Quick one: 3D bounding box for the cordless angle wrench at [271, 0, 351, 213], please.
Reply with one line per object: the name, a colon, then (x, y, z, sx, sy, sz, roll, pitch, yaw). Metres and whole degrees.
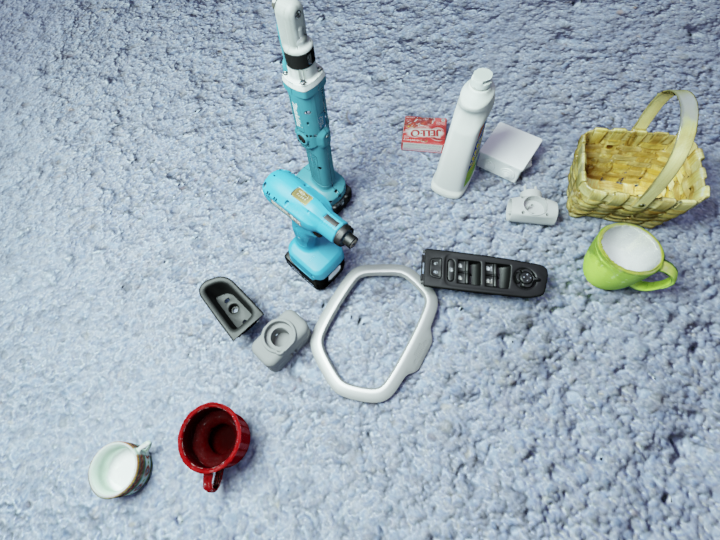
cordless angle wrench: (-0.077, -0.225, 0.671, 0.102, 0.410, 0.074, 38, 72, 17)

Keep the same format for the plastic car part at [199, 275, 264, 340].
plastic car part: (-0.222, 0.066, 0.735, 0.065, 0.068, 0.121, -41, 67, -14)

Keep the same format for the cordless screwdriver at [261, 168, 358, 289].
cordless screwdriver: (-0.066, -0.043, 0.673, 0.165, 0.241, 0.074, 39, 72, 19)

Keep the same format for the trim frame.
trim frame: (0.025, 0.096, 0.713, 0.190, 0.026, 0.248, 25, 69, 18)

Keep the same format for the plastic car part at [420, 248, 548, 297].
plastic car part: (0.203, 0.014, 0.711, 0.206, 0.065, 0.067, 5, 65, 9)
